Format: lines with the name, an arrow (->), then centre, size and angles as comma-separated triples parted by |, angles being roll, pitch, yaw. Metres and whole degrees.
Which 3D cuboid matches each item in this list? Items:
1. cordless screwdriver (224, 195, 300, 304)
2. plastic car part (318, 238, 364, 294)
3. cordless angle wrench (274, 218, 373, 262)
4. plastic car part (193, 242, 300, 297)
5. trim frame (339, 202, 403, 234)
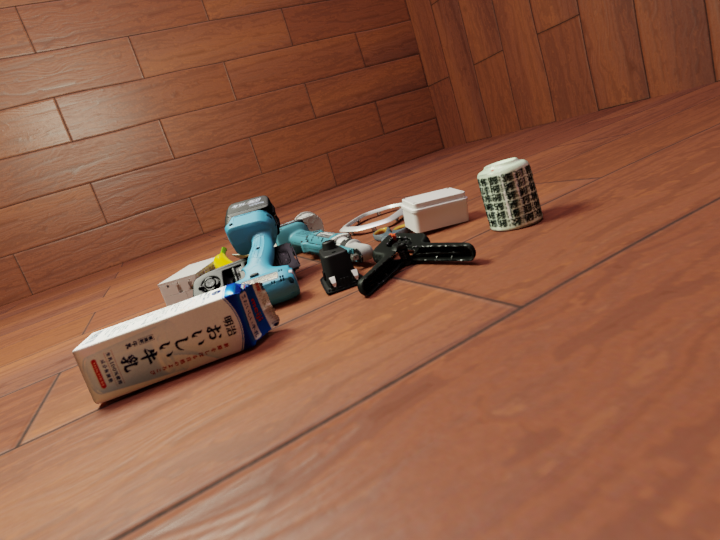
cordless screwdriver -> -0.205, -0.025, 0.749 | 0.159, 0.071, 0.260 | -19, 43, -2
plastic car part -> -0.042, -0.014, 0.688 | 0.065, 0.069, 0.120 | -19, 17, -9
cordless angle wrench -> -0.089, -0.058, 0.908 | 0.096, 0.073, 0.442 | -24, 18, -23
plastic car part -> -0.217, 0.013, 0.804 | 0.200, 0.069, 0.065 | -19, -26, -13
trim frame -> 0.049, -0.138, 1.105 | 0.191, 0.027, 0.244 | -11, 15, 29
